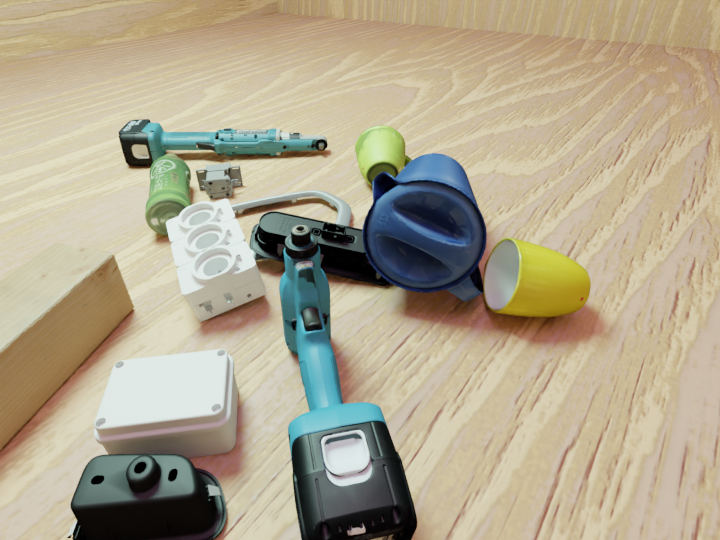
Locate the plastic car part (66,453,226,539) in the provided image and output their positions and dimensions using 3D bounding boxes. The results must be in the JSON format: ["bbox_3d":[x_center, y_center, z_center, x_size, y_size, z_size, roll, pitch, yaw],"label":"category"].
[{"bbox_3d":[-0.166,0.168,0.323,0.117,0.068,0.068,-5,39,0],"label":"plastic car part"}]

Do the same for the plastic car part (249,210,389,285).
[{"bbox_3d":[-0.055,-0.036,0.567,0.206,0.065,0.067,10,58,9],"label":"plastic car part"}]

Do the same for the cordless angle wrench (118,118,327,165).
[{"bbox_3d":[-0.282,-0.272,0.898,0.422,0.072,0.101,-1,38,-2],"label":"cordless angle wrench"}]

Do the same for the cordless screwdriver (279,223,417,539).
[{"bbox_3d":[-0.031,0.085,0.353,0.073,0.154,0.260,-8,40,-12],"label":"cordless screwdriver"}]

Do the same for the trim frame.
[{"bbox_3d":[-0.133,-0.077,0.672,0.244,0.026,0.194,-17,41,-15],"label":"trim frame"}]
